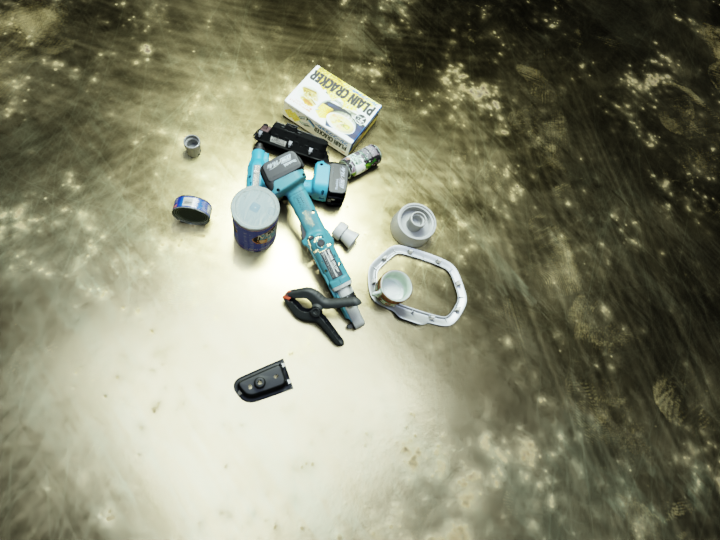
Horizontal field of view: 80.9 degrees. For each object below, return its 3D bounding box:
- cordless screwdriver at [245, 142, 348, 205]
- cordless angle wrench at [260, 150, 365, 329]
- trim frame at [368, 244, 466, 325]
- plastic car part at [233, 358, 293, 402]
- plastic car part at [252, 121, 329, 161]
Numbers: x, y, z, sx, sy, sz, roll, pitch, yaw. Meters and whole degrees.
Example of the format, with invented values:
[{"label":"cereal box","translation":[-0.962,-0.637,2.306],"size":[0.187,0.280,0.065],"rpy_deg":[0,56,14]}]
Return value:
[{"label":"cordless screwdriver","translation":[-0.156,-0.240,1.050],"size":[0.247,0.073,0.162],"rpy_deg":[2,70,-4]},{"label":"cordless angle wrench","translation":[-0.094,-0.061,0.957],"size":[0.097,0.074,0.423],"rpy_deg":[-27,89,-5]},{"label":"trim frame","translation":[0.138,0.036,1.012],"size":[0.247,0.027,0.186],"rpy_deg":[19,69,-3]},{"label":"plastic car part","translation":[-0.199,0.228,0.864],"size":[0.114,0.071,0.068],"rpy_deg":[-18,74,-19]},{"label":"plastic car part","translation":[-0.167,-0.336,1.084],"size":[0.201,0.066,0.067],"rpy_deg":[23,27,-4]}]
